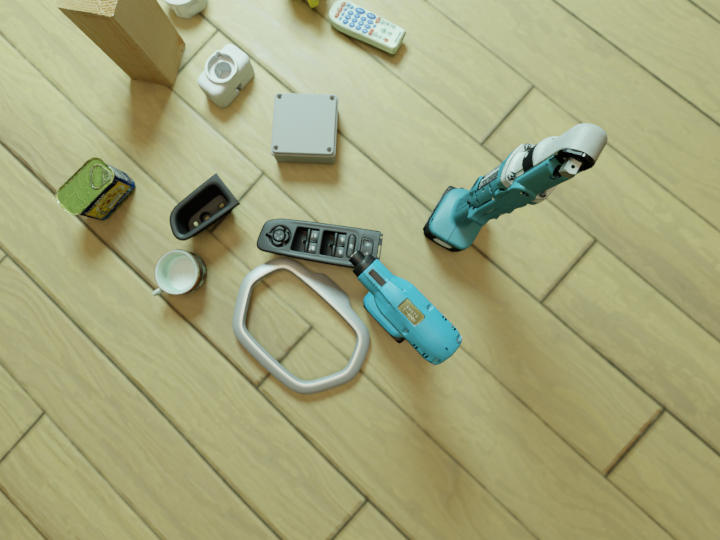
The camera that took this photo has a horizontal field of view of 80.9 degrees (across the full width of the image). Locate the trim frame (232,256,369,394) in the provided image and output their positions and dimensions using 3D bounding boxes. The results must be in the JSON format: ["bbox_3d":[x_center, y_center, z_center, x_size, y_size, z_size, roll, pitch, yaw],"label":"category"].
[{"bbox_3d":[-0.101,0.092,0.711,0.251,0.027,0.184,41,88,6],"label":"trim frame"}]

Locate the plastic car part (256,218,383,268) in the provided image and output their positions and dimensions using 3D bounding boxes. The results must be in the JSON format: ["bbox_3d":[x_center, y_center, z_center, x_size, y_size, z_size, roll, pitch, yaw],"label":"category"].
[{"bbox_3d":[-0.069,-0.045,0.703,0.204,0.066,0.066,9,87,4],"label":"plastic car part"}]

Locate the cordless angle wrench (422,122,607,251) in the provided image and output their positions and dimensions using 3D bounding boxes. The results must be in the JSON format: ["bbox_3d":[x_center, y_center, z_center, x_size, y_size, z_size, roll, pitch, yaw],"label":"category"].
[{"bbox_3d":[0.162,-0.090,0.515,0.075,0.420,0.098,31,87,-1],"label":"cordless angle wrench"}]

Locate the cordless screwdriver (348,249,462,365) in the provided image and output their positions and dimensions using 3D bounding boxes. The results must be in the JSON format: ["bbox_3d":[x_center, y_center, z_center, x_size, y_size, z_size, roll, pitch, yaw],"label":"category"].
[{"bbox_3d":[0.044,0.041,0.597,0.074,0.247,0.161,-44,88,-2],"label":"cordless screwdriver"}]

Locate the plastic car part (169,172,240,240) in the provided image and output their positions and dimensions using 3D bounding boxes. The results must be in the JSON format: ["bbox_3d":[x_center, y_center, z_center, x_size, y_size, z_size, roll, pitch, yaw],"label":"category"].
[{"bbox_3d":[-0.263,-0.098,0.718,0.116,0.070,0.067,-38,87,-1],"label":"plastic car part"}]
